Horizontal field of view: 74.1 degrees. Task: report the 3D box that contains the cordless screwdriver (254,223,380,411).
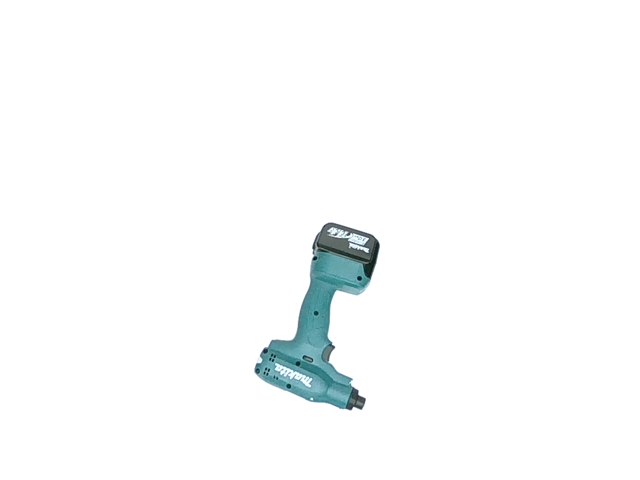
[{"bbox_3d":[0.025,0.109,0.615,0.159,0.248,0.074,22,-15,6],"label":"cordless screwdriver"}]
